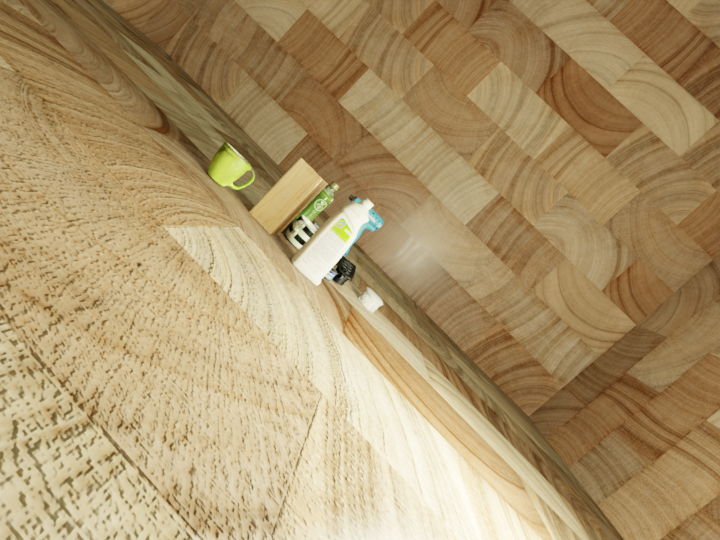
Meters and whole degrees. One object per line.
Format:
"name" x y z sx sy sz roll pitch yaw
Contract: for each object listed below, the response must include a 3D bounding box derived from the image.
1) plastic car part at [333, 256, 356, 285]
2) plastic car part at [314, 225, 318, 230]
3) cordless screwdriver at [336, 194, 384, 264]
"plastic car part" -0.059 0.003 1.382 0.066 0.067 0.204 44 6 -7
"plastic car part" -0.142 -0.093 1.451 0.117 0.071 0.065 45 7 3
"cordless screwdriver" -0.053 -0.148 1.564 0.159 0.249 0.074 45 7 -1
